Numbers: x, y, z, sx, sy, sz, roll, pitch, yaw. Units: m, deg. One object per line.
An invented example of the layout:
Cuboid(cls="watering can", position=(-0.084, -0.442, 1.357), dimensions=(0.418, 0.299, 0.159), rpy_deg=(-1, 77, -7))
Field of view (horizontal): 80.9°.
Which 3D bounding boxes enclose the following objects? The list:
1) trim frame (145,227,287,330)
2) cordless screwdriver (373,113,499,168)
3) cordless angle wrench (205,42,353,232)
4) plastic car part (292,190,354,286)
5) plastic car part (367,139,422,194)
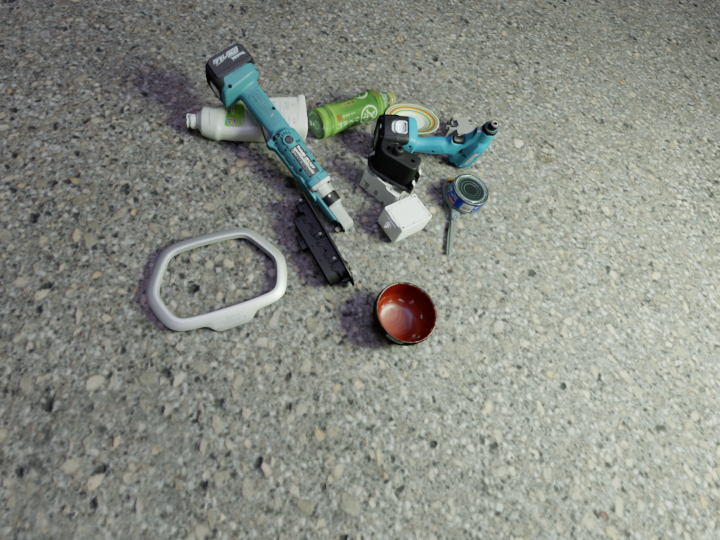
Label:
Cuboid(cls="trim frame", position=(-0.251, 0.014, 0.751), dimensions=(0.242, 0.027, 0.191), rpy_deg=(-18, 66, -22))
Cuboid(cls="cordless screwdriver", position=(0.158, -0.289, 0.920), dimensions=(0.246, 0.159, 0.075), rpy_deg=(6, 75, -8))
Cuboid(cls="cordless angle wrench", position=(-0.149, -0.253, 0.848), dimensions=(0.097, 0.075, 0.423), rpy_deg=(-37, 90, -13))
Cuboid(cls="plastic car part", position=(-0.078, -0.051, 0.800), dimensions=(0.066, 0.065, 0.209), rpy_deg=(-30, 72, -15))
Cuboid(cls="plastic car part", position=(0.073, -0.220, 0.851), dimensions=(0.117, 0.071, 0.066), rpy_deg=(32, 59, 1))
